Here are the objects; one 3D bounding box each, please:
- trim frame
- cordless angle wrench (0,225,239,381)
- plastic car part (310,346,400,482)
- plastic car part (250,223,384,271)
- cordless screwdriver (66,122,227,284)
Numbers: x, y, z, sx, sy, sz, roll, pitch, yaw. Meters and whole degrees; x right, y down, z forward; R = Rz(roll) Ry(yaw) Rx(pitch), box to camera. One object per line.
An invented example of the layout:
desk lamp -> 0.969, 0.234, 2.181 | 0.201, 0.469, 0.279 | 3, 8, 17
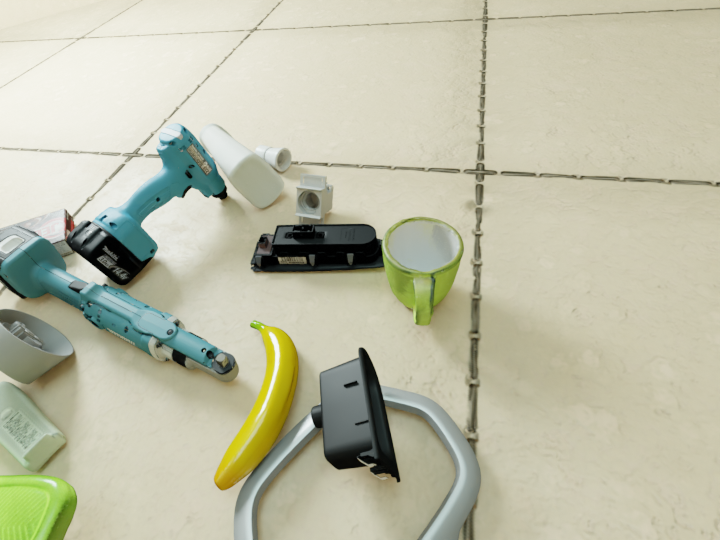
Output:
trim frame -> -0.004, 0.212, 0.390 | 0.194, 0.026, 0.245 | 32, 58, 33
cordless angle wrench -> -0.337, 0.049, 0.564 | 0.439, 0.094, 0.074 | 20, 53, 21
plastic car part -> -0.012, 0.141, 0.410 | 0.071, 0.063, 0.121 | -22, 44, 7
plastic car part -> -0.060, -0.039, 0.609 | 0.206, 0.065, 0.068 | 3, 41, 9
cordless screwdriver -> -0.318, -0.092, 0.669 | 0.078, 0.151, 0.248 | 23, 70, 29
